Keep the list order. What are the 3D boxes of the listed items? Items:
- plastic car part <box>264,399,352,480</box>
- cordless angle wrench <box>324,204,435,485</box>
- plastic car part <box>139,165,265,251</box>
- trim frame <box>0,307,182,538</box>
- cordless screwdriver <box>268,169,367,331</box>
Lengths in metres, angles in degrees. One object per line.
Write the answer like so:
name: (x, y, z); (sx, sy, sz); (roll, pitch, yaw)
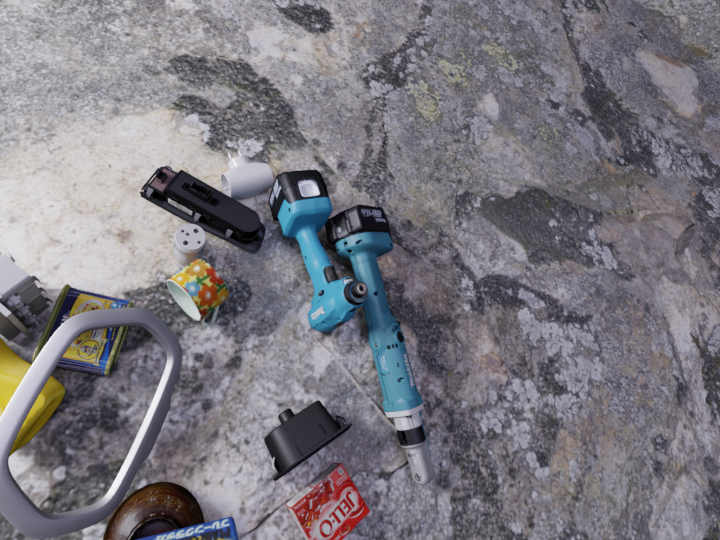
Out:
plastic car part: (-0.081, 0.222, 0.580); (0.114, 0.065, 0.074); (-23, 65, -25)
cordless angle wrench: (0.041, 0.107, 0.662); (0.093, 0.076, 0.431); (2, 69, -50)
plastic car part: (-0.234, -0.102, 0.658); (0.199, 0.068, 0.067); (31, 54, -10)
trim frame: (-0.297, 0.160, 0.482); (0.174, 0.029, 0.252); (43, 50, -42)
cordless screwdriver: (-0.062, -0.041, 0.639); (0.072, 0.160, 0.255); (-10, 71, -28)
